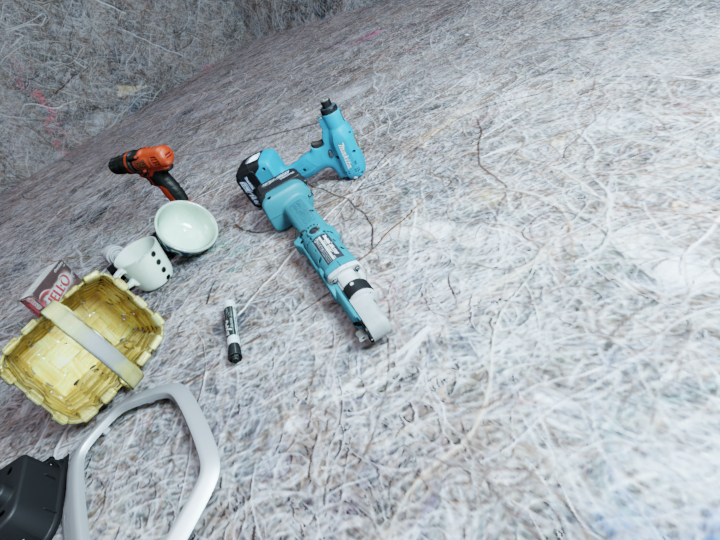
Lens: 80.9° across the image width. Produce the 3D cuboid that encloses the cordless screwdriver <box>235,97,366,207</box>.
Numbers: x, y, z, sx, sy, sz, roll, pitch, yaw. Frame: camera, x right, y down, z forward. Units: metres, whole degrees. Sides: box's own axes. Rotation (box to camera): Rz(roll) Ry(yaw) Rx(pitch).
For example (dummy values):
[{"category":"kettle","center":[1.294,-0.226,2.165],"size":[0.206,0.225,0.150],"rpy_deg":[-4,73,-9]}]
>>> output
[{"category":"cordless screwdriver","center":[-0.129,-0.225,0.828],"size":[0.255,0.152,0.076],"rpy_deg":[-14,37,19]}]

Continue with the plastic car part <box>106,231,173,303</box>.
[{"category":"plastic car part","center":[-0.444,-0.025,0.858],"size":[0.200,0.064,0.070],"rpy_deg":[-41,32,-23]}]

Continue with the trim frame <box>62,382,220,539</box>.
[{"category":"trim frame","center":[-0.249,0.226,0.468],"size":[0.182,0.026,0.263],"rpy_deg":[-39,40,-17]}]

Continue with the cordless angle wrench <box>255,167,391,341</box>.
[{"category":"cordless angle wrench","center":[-0.063,-0.041,0.643],"size":[0.097,0.071,0.446],"rpy_deg":[-31,39,-7]}]

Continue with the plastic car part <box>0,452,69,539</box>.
[{"category":"plastic car part","center":[-0.381,0.257,0.474],"size":[0.065,0.068,0.123],"rpy_deg":[-35,34,-11]}]
